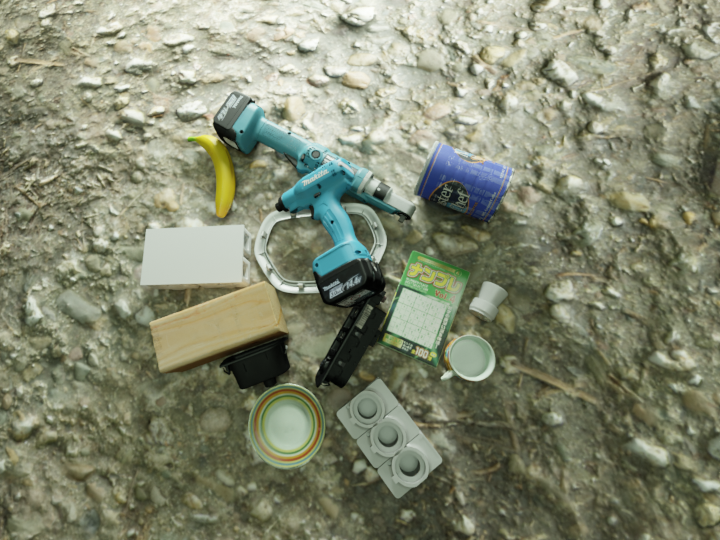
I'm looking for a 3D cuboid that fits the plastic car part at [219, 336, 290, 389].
[{"bbox_3d":[-0.172,0.167,0.728,0.116,0.066,0.071,-17,91,-2],"label":"plastic car part"}]

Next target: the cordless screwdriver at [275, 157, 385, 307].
[{"bbox_3d":[-0.062,-0.058,0.726,0.163,0.070,0.256,-26,66,23],"label":"cordless screwdriver"}]

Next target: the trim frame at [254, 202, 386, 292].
[{"bbox_3d":[-0.077,-0.050,0.787,0.251,0.027,0.188,-4,72,7],"label":"trim frame"}]

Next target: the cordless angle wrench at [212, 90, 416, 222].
[{"bbox_3d":[-0.086,-0.211,0.814,0.432,0.073,0.098,29,80,11],"label":"cordless angle wrench"}]

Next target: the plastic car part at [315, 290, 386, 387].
[{"bbox_3d":[-0.010,0.115,0.722,0.065,0.068,0.203,37,79,-14],"label":"plastic car part"}]
